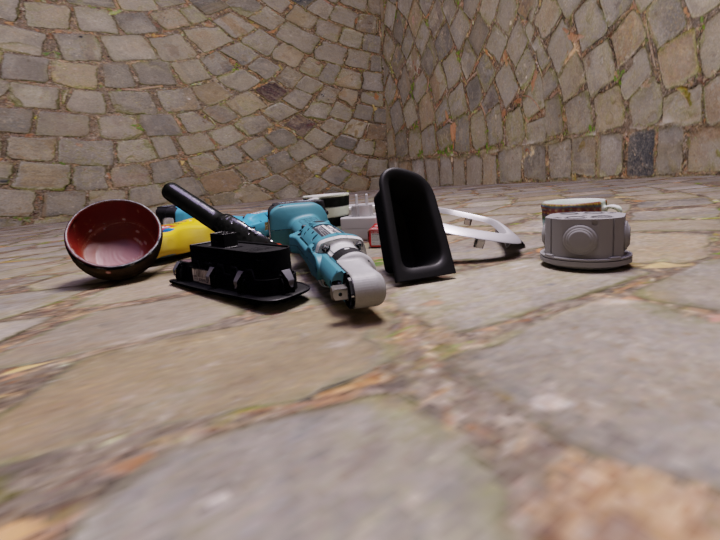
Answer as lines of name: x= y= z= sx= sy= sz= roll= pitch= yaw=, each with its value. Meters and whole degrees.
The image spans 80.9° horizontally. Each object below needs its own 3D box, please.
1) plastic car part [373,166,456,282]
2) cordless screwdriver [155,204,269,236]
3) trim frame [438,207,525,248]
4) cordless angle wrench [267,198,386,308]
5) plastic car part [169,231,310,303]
plastic car part: x=0.044 y=-0.043 z=0.450 sx=0.064 sy=0.119 sz=0.071 roll=-7 pitch=-13 yaw=-19
cordless screwdriver: x=-0.305 y=-0.093 z=0.858 sx=0.256 sy=0.073 sz=0.157 roll=3 pitch=14 yaw=17
trim frame: x=0.132 y=-0.065 z=0.594 sx=0.188 sy=0.027 sz=0.246 roll=11 pitch=13 yaw=9
cordless angle wrench: x=-0.050 y=-0.033 z=0.509 sx=0.096 sy=0.073 sz=0.437 roll=-7 pitch=15 yaw=-14
plastic car part: x=-0.127 y=-0.006 z=0.435 sx=0.063 sy=0.066 sz=0.214 roll=-5 pitch=12 yaw=-44
